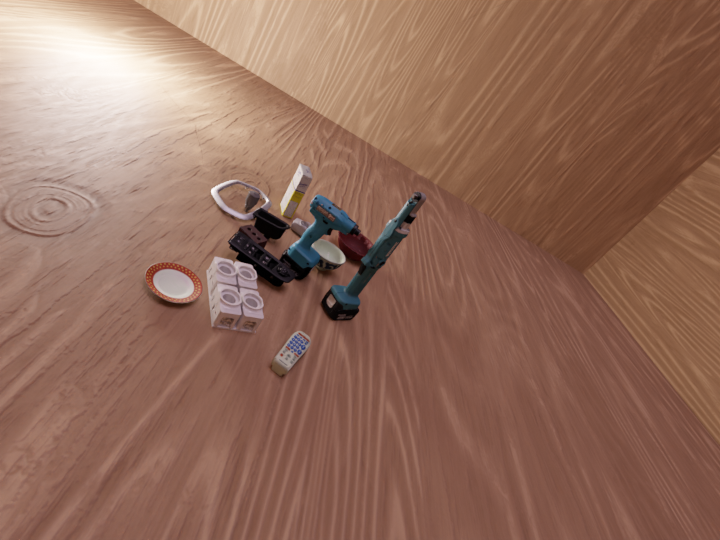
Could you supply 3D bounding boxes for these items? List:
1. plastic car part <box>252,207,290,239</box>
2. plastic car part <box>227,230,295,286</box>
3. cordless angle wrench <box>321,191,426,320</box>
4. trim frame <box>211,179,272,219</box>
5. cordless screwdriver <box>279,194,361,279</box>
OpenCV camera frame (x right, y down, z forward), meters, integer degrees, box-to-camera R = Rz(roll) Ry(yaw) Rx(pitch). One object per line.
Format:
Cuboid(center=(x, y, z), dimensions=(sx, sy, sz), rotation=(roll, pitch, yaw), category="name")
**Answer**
Cuboid(center=(-0.287, -0.135, 1.321), dimensions=(0.116, 0.071, 0.066), rotation=(33, 27, -1), category="plastic car part")
Cuboid(center=(-0.273, -0.020, 1.151), dimensions=(0.202, 0.067, 0.066), rotation=(32, 27, -1), category="plastic car part")
Cuboid(center=(0.041, -0.035, 1.118), dimensions=(0.093, 0.423, 0.078), rotation=(6, 40, -44), category="cordless angle wrench")
Cuboid(center=(-0.394, -0.236, 1.421), dimensions=(0.185, 0.027, 0.247), rotation=(33, 27, 1), category="trim frame")
Cuboid(center=(-0.118, -0.077, 1.211), dimensions=(0.161, 0.249, 0.073), rotation=(38, 27, 6), category="cordless screwdriver")
